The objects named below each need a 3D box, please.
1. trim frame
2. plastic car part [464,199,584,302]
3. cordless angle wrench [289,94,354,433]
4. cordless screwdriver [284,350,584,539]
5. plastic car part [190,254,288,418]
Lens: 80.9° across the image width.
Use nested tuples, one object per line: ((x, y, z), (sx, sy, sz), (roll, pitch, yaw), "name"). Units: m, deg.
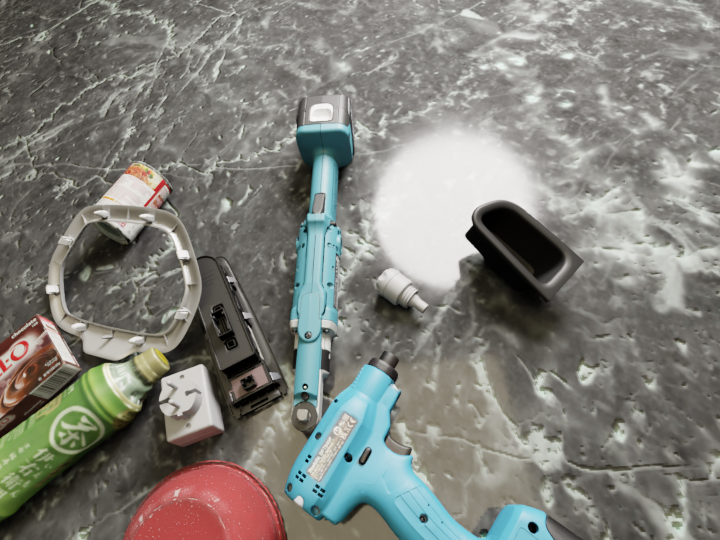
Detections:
((-0.296, 0.011, 0.512), (0.257, 0.026, 0.184), (7, 88, 20), "trim frame")
((0.167, -0.022, 0.474), (0.065, 0.070, 0.119), (-41, 77, -18), "plastic car part")
((-0.050, -0.033, 0.514), (0.075, 0.094, 0.433), (-2, 62, 5), "cordless angle wrench")
((0.075, 0.188, 0.357), (0.260, 0.071, 0.159), (26, 65, 23), "cordless screwdriver")
((-0.158, 0.058, 0.487), (0.066, 0.064, 0.213), (-31, 56, -4), "plastic car part")
